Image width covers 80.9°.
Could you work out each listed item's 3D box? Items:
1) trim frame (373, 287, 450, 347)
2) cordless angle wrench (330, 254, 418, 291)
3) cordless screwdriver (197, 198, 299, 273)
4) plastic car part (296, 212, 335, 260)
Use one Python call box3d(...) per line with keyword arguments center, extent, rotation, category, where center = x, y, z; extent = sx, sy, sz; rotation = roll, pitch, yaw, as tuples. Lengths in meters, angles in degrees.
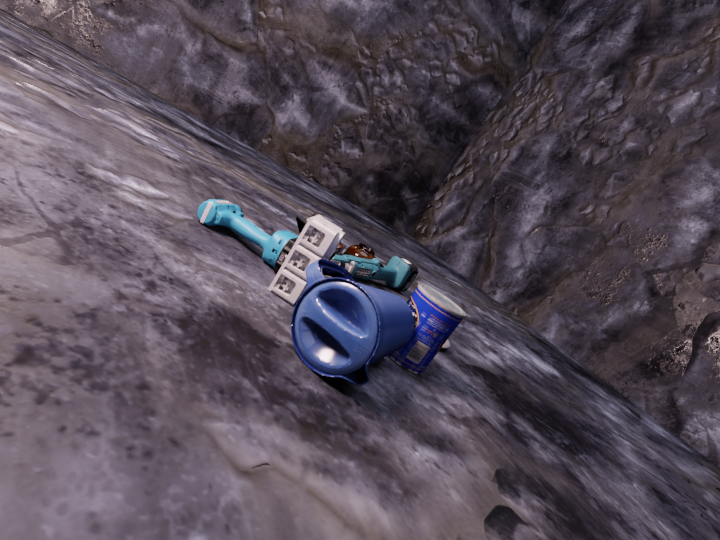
box3d(center=(0.120, 0.118, 1.076), extent=(0.253, 0.027, 0.181), rotation=(36, 11, 7), category="trim frame")
box3d(center=(0.022, -0.004, 1.198), extent=(0.078, 0.098, 0.401), rotation=(41, 19, 33), category="cordless angle wrench")
box3d(center=(-0.213, -0.077, 0.908), extent=(0.253, 0.074, 0.157), rotation=(30, 11, 7), category="cordless screwdriver")
box3d(center=(-0.093, -0.061, 0.950), extent=(0.070, 0.066, 0.194), rotation=(45, -13, 28), category="plastic car part")
